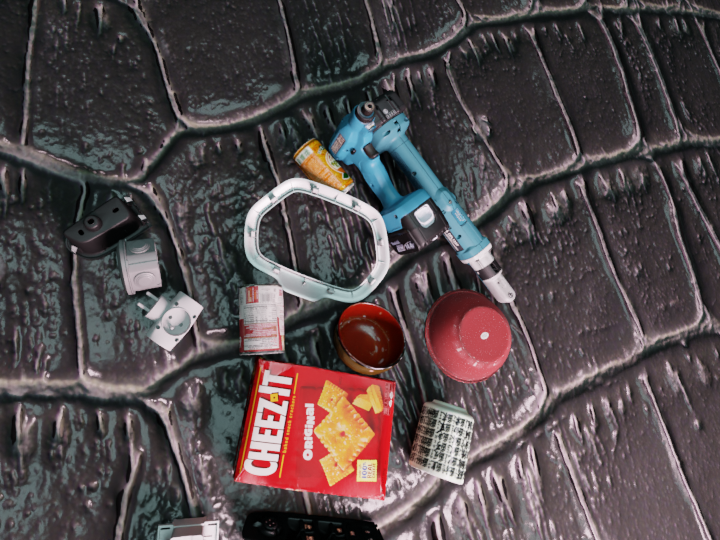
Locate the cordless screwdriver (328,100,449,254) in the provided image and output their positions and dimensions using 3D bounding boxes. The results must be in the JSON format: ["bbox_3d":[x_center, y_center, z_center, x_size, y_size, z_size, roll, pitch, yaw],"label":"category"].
[{"bbox_3d":[0.046,-0.150,0.692,0.073,0.161,0.249,-35,90,-19],"label":"cordless screwdriver"}]

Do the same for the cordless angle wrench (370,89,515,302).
[{"bbox_3d":[0.138,-0.116,0.744,0.073,0.099,0.423,-37,90,-17],"label":"cordless angle wrench"}]

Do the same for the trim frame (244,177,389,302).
[{"bbox_3d":[-0.068,-0.044,0.690,0.244,0.028,0.184,22,91,-9],"label":"trim frame"}]

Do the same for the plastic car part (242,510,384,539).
[{"bbox_3d":[-0.070,0.383,0.591,0.199,0.068,0.067,16,100,-10],"label":"plastic car part"}]

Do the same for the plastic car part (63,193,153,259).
[{"bbox_3d":[-0.379,-0.066,0.621,0.115,0.071,0.066,-40,90,-22],"label":"plastic car part"}]
